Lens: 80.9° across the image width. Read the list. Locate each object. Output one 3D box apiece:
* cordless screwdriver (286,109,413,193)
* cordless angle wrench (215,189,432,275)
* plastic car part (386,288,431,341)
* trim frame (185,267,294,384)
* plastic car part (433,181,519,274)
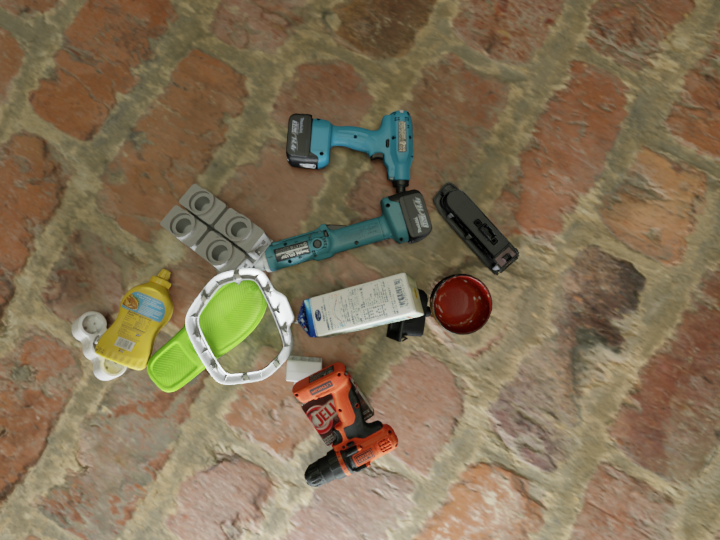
[{"bbox_3d":[-0.021,-0.230,0.830,0.248,0.074,0.160,-1,87,-2],"label":"cordless screwdriver"},{"bbox_3d":[-0.081,-0.053,0.824,0.425,0.073,0.099,-16,86,4],"label":"cordless angle wrench"},{"bbox_3d":[0.099,0.081,0.815,0.069,0.067,0.117,15,84,-15],"label":"plastic car part"},{"bbox_3d":[-0.211,0.109,0.776,0.181,0.029,0.240,-28,118,-20],"label":"trim frame"},{"bbox_3d":[0.222,-0.085,0.817,0.066,0.066,0.206,-42,83,6],"label":"plastic car part"}]
